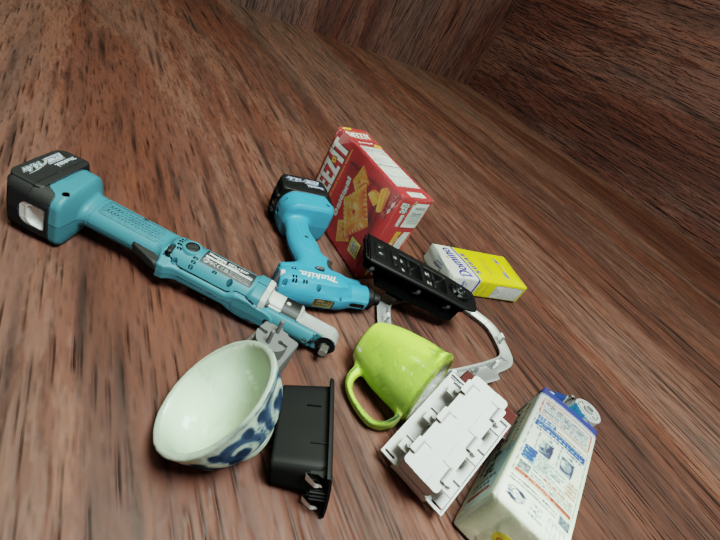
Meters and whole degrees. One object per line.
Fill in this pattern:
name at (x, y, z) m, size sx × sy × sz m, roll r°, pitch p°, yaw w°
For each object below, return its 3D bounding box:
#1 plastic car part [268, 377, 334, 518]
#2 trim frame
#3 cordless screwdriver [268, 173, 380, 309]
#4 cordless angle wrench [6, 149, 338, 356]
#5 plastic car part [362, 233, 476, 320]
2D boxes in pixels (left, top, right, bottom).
plastic car part at (-0.061, 0.159, 0.408) m, size 0.070 × 0.064 × 0.120 m, roll 5°, pitch 34°, yaw -8°
trim frame at (0.130, 0.095, 0.643) m, size 0.237 × 0.027 × 0.194 m, roll 0°, pitch 42°, yaw -35°
cordless screwdriver at (-0.065, -0.042, 0.661) m, size 0.153 × 0.074 × 0.259 m, roll 10°, pitch 41°, yaw -23°
cordless angle wrench at (-0.216, -0.009, 0.522) m, size 0.422 × 0.074 × 0.098 m, roll 28°, pitch 34°, yaw -1°
plastic car part at (0.083, 0.022, 0.630) m, size 0.198 × 0.067 × 0.068 m, roll 23°, pitch 25°, yaw -13°
